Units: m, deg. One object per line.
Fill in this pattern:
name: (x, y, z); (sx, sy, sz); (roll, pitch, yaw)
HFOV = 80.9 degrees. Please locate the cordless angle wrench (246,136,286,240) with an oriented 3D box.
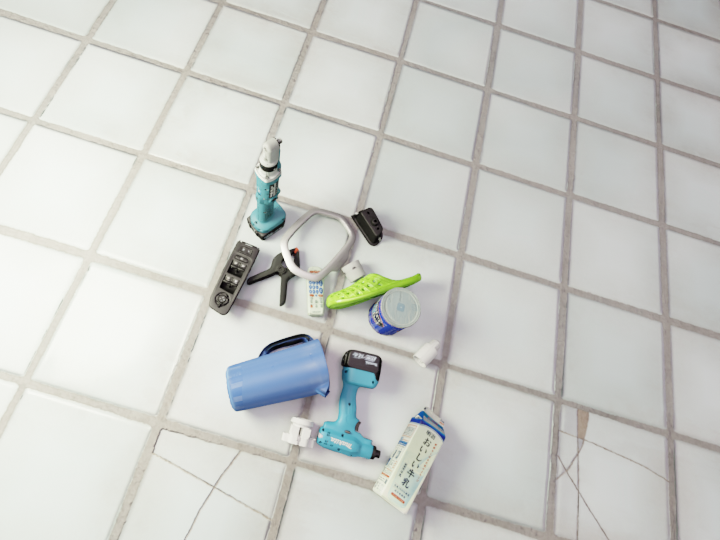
cordless angle wrench: (-0.226, -0.192, 1.033); (0.097, 0.422, 0.075); (-38, 85, -21)

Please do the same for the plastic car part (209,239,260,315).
plastic car part: (-0.341, 0.023, 1.127); (0.065, 0.067, 0.205); (24, 65, -10)

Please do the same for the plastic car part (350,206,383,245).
plastic car part: (0.032, -0.138, 1.241); (0.065, 0.070, 0.120); (-26, 74, -17)

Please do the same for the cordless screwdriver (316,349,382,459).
cordless screwdriver: (0.000, 0.334, 1.063); (0.159, 0.074, 0.251); (18, 72, -3)

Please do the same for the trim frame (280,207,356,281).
trim frame: (-0.117, -0.077, 1.201); (0.186, 0.027, 0.247); (37, 58, 4)
